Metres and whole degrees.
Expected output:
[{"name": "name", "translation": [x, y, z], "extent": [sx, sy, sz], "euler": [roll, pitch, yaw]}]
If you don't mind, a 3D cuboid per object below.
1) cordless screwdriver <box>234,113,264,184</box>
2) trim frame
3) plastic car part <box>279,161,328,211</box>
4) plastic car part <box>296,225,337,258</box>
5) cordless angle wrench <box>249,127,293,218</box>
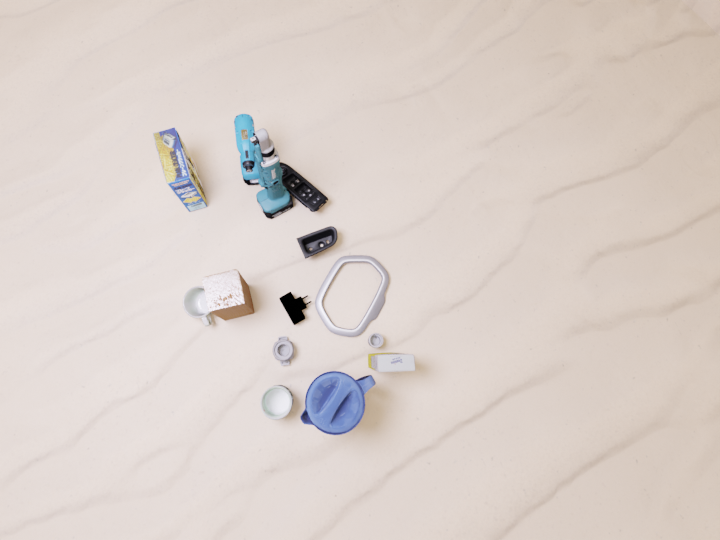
[{"name": "cordless screwdriver", "translation": [-0.310, -0.310, 1.200], "extent": [0.074, 0.246, 0.162], "euler": [-8, 77, -8]}, {"name": "trim frame", "translation": [-0.022, 0.069, 1.214], "extent": [0.186, 0.027, 0.249], "euler": [27, 75, 6]}, {"name": "plastic car part", "translation": [-0.191, -0.251, 1.280], "extent": [0.207, 0.066, 0.066], "euler": [43, 77, 9]}, {"name": "plastic car part", "translation": [-0.120, -0.079, 1.231], "extent": [0.115, 0.070, 0.067], "euler": [-23, 79, -9]}, {"name": "cordless angle wrench", "translation": [-0.234, -0.247, 1.095], "extent": [0.097, 0.419, 0.076], "euler": [-30, 82, -12]}]
